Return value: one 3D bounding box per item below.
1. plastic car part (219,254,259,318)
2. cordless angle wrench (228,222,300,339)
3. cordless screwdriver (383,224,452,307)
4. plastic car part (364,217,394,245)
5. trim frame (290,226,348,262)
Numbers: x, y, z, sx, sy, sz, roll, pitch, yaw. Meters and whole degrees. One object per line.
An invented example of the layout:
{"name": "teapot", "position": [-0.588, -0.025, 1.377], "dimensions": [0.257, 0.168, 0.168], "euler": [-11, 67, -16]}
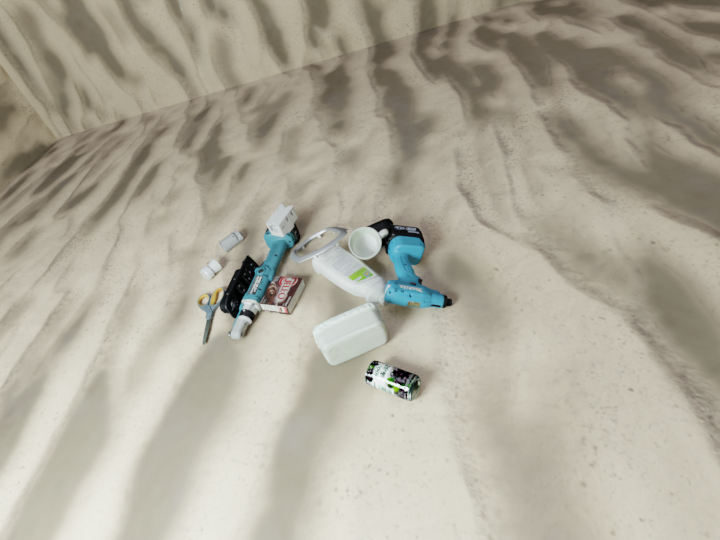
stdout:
{"name": "plastic car part", "position": [-0.359, 0.049, 1.233], "dimensions": [0.069, 0.063, 0.207], "euler": [-14, 41, 21]}
{"name": "cordless angle wrench", "position": [-0.281, 0.017, 1.233], "dimensions": [0.101, 0.071, 0.429], "euler": [-2, 47, 19]}
{"name": "cordless screwdriver", "position": [0.139, -0.006, 1.074], "dimensions": [0.158, 0.073, 0.255], "euler": [8, 43, -4]}
{"name": "plastic car part", "position": [0.059, -0.099, 1.229], "dimensions": [0.115, 0.063, 0.074], "euler": [-24, 56, -9]}
{"name": "trim frame", "position": [-0.120, -0.079, 1.231], "dimensions": [0.183, 0.027, 0.256], "euler": [-35, 17, -9]}
